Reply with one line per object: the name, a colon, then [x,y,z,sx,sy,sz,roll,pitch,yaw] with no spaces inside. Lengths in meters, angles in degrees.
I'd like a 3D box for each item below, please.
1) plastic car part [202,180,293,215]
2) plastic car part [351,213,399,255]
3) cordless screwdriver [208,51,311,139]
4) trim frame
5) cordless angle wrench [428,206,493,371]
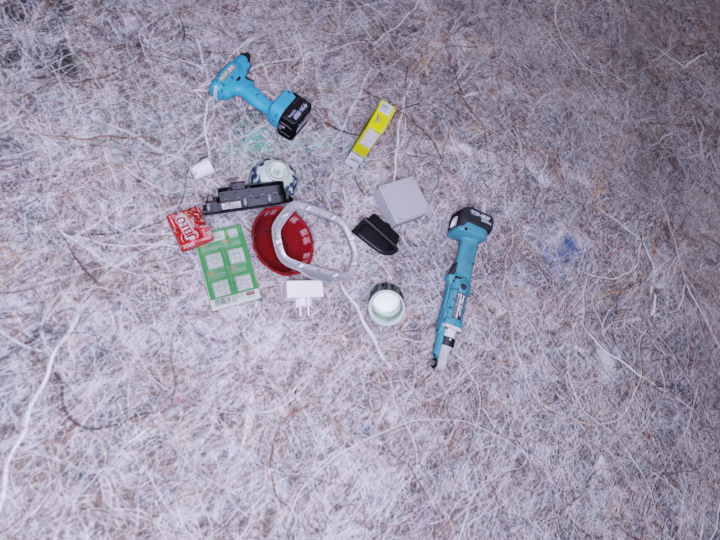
plastic car part: [-0.254,-0.169,0.952,0.200,0.068,0.066,-5,108,-8]
plastic car part: [0.048,-0.096,1.054,0.115,0.067,0.071,37,51,-7]
cordless screwdriver: [-0.242,-0.455,1.083,0.248,0.074,0.160,29,66,-2]
trim frame: [-0.095,-0.062,0.972,0.236,0.028,0.188,18,63,-36]
cordless angle wrench: [0.241,0.043,1.055,0.096,0.075,0.427,22,69,-11]
